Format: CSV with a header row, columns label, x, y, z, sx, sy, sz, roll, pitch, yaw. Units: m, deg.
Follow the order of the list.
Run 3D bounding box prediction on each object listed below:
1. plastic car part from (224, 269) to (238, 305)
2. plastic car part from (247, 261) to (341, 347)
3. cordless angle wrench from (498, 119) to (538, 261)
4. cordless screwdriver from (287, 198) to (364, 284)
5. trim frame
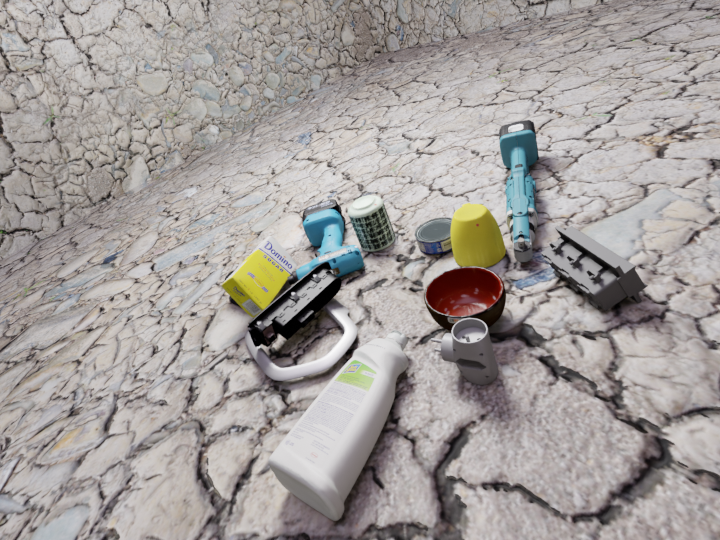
label,x,y,z,sx,sy,sz,roll,pitch,yaw
plastic car part,-0.257,0.033,0.914,0.123,0.068,0.065,14,45,41
plastic car part,-0.104,0.058,0.744,0.071,0.063,0.200,18,49,35
cordless angle wrench,0.314,-0.162,0.829,0.077,0.093,0.427,-7,39,25
cordless screwdriver,-0.092,-0.060,0.946,0.160,0.071,0.259,-21,35,2
trim frame,-0.109,0.105,0.752,0.182,0.026,0.262,-35,32,-17
